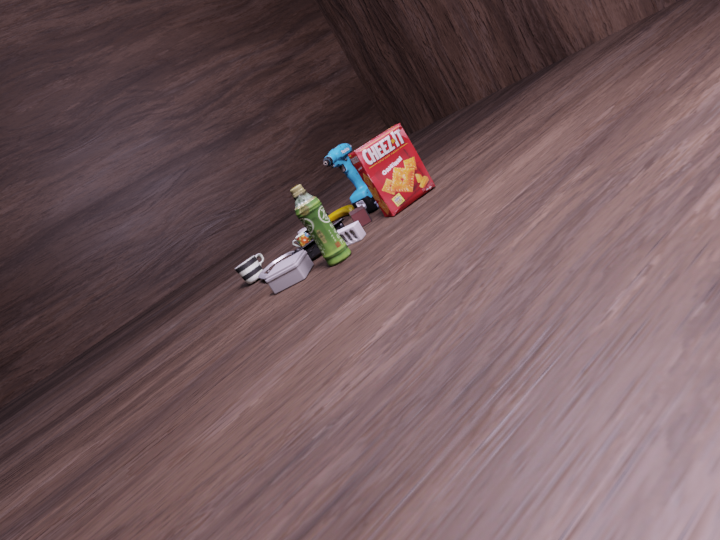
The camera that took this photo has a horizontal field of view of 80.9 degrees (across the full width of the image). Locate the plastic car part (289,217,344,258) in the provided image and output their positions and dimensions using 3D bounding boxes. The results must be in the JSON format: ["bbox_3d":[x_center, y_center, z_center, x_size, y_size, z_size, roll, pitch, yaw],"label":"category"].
[{"bbox_3d":[-0.125,-0.082,1.277,0.203,0.066,0.068,-32,13,0],"label":"plastic car part"}]

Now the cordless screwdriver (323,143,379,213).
[{"bbox_3d":[-0.030,-0.298,1.417,0.077,0.244,0.157,-24,14,37],"label":"cordless screwdriver"}]

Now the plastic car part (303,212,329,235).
[{"bbox_3d":[-0.132,-0.146,1.476,0.068,0.069,0.115,-20,19,42],"label":"plastic car part"}]

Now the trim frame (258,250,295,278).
[{"bbox_3d":[-0.251,-0.022,1.410,0.182,0.027,0.258,-39,17,-23],"label":"trim frame"}]
